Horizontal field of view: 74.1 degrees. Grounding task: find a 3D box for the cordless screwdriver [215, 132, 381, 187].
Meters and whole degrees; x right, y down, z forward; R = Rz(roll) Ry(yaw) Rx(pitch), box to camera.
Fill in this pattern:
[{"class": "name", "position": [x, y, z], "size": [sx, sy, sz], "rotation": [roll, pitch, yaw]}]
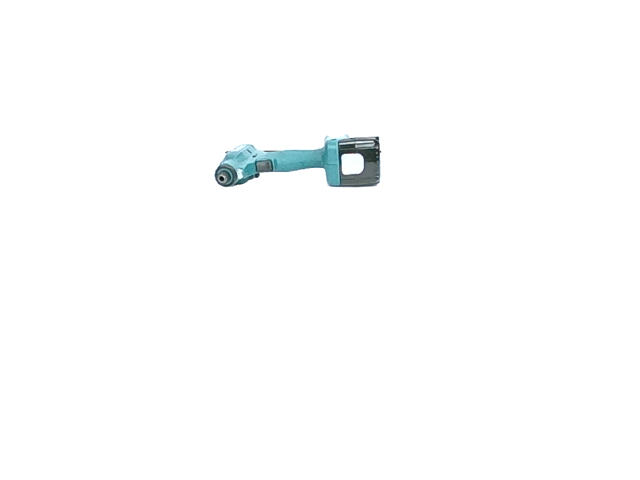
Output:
[{"class": "cordless screwdriver", "position": [-0.032, -0.118, 0.657], "size": [0.249, 0.074, 0.159], "rotation": [-2, 20, 6]}]
